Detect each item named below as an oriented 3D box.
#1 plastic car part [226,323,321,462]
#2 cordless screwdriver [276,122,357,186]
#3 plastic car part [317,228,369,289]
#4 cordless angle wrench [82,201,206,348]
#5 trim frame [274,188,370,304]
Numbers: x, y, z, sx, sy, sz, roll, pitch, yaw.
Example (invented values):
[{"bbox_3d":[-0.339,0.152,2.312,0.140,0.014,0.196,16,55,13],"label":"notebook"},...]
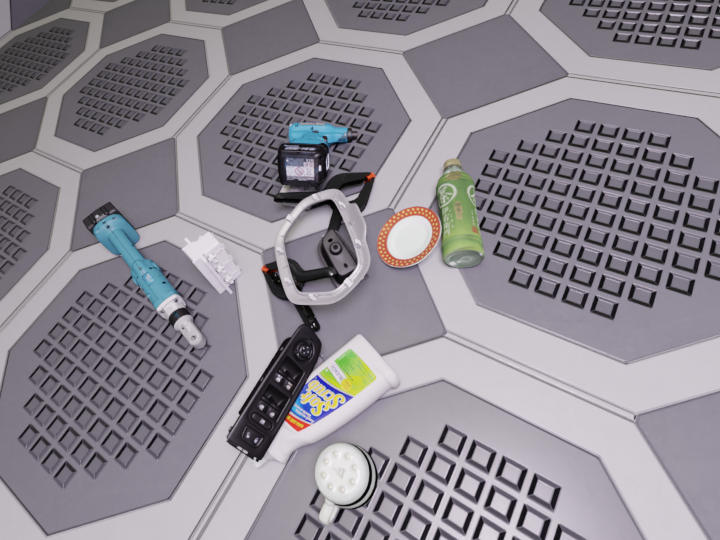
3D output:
[{"bbox_3d":[-0.128,0.177,0.650,0.203,0.064,0.069,-58,17,-23],"label":"plastic car part"},{"bbox_3d":[-0.088,-0.260,0.903,0.160,0.072,0.255,1,34,2],"label":"cordless screwdriver"},{"bbox_3d":[-0.041,-0.027,0.775,0.065,0.070,0.119,-29,78,-7],"label":"plastic car part"},{"bbox_3d":[-0.443,0.009,0.876,0.074,0.094,0.444,-41,61,-16],"label":"cordless angle wrench"},{"bbox_3d":[-0.073,-0.048,0.746,0.186,0.026,0.260,-31,49,13],"label":"trim frame"}]
